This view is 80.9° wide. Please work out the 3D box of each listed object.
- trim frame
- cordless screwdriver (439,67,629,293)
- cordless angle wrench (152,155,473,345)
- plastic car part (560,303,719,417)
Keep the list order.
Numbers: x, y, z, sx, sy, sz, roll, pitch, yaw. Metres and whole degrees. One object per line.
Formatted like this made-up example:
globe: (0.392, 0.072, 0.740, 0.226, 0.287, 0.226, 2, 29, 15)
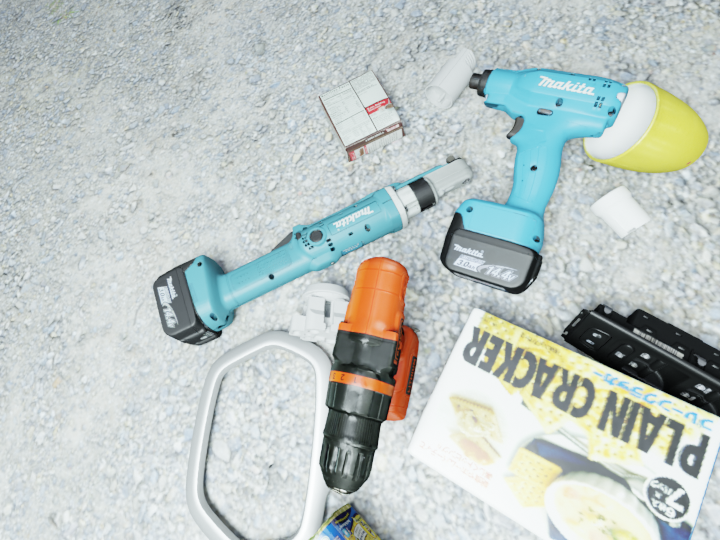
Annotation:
trim frame: (-0.110, 0.194, 0.485, 0.189, 0.026, 0.253, -2, 67, 16)
cordless screwdriver: (0.159, -0.108, 0.472, 0.167, 0.071, 0.248, 25, 91, 27)
cordless angle wrench: (-0.053, -0.034, 0.538, 0.424, 0.071, 0.102, -26, 66, 2)
plastic car part: (0.307, 0.095, 0.393, 0.212, 0.064, 0.066, 37, 56, 25)
